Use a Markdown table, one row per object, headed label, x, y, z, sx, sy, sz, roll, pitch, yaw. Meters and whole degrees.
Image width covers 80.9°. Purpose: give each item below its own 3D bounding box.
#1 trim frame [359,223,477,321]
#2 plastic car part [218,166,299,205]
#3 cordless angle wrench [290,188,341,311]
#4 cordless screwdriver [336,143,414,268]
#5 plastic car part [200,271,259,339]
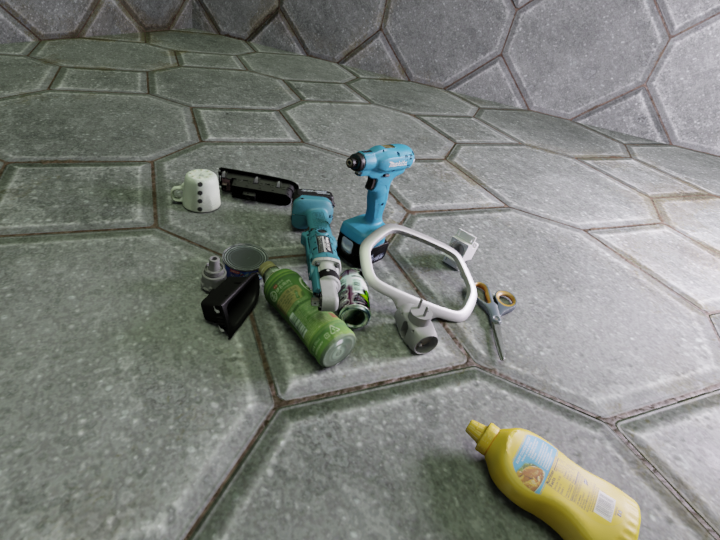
| label | x | y | z | sx | sy | sz | roll | pitch | yaw |
| --- | --- | --- | --- | --- | --- | --- | --- | --- | --- |
| trim frame | 0.110 | 0.004 | 0.799 | 0.244 | 0.027 | 0.187 | 22 | 54 | -10 |
| plastic car part | -0.248 | -0.199 | 1.028 | 0.201 | 0.065 | 0.069 | 7 | 45 | -4 |
| cordless angle wrench | -0.078 | -0.051 | 0.799 | 0.096 | 0.073 | 0.438 | 2 | 28 | -12 |
| cordless screwdriver | 0.010 | -0.123 | 0.822 | 0.153 | 0.245 | 0.078 | -18 | 45 | -43 |
| plastic car part | -0.221 | 0.048 | 0.701 | 0.073 | 0.064 | 0.117 | 3 | 30 | 13 |
